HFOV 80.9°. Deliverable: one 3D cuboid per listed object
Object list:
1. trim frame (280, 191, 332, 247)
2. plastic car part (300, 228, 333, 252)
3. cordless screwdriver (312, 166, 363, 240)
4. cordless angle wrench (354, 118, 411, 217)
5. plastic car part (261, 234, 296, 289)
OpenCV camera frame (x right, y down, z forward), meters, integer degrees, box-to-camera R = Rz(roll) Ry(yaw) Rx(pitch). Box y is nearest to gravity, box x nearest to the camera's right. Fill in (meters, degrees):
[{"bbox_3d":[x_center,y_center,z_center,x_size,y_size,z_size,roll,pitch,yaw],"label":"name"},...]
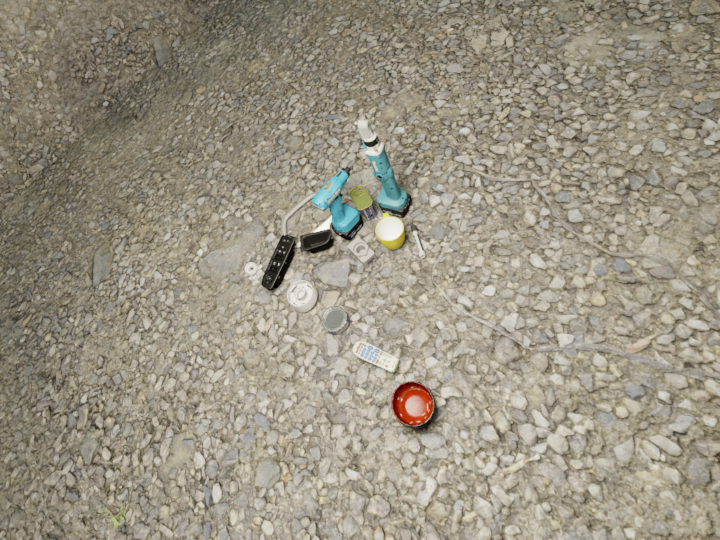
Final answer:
[{"bbox_3d":[-0.187,-0.187,1.541,0.248,0.026,0.194,-41,56,-2],"label":"trim frame"},{"bbox_3d":[-0.142,-0.093,1.448,0.119,0.067,0.068,-13,60,15],"label":"plastic car part"},{"bbox_3d":[-0.056,-0.215,1.376,0.078,0.236,0.159,33,79,30],"label":"cordless screwdriver"},{"bbox_3d":[0.066,-0.302,1.272,0.102,0.402,0.074,17,71,26],"label":"cordless angle wrench"},{"bbox_3d":[-0.281,-0.023,1.470,0.069,0.064,0.204,15,70,27],"label":"plastic car part"}]
